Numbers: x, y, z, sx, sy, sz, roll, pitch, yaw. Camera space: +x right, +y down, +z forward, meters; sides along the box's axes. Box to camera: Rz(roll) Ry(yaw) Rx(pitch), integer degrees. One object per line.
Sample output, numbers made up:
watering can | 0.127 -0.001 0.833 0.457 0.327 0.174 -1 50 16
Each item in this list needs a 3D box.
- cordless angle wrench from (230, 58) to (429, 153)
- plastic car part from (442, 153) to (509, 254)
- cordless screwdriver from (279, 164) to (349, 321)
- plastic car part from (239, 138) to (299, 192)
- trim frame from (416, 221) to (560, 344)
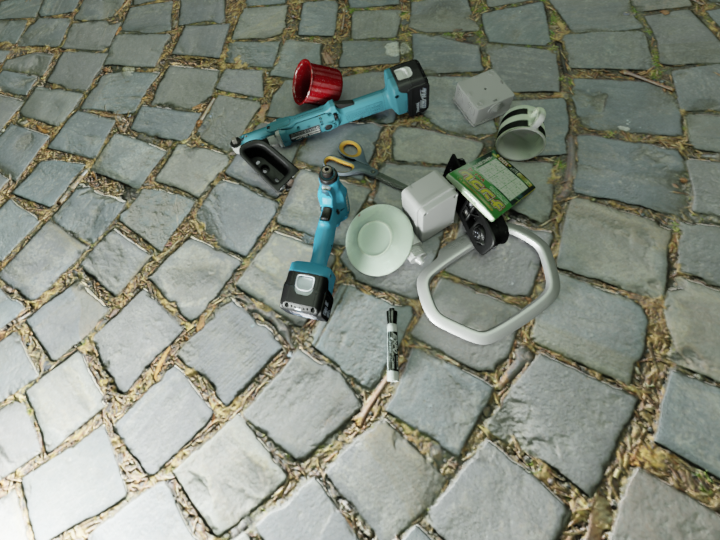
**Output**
cordless angle wrench | -0.072 -0.324 0.891 0.426 0.094 0.077 -17 67 5
plastic car part | 0.207 -0.115 0.755 0.065 0.065 0.210 2 55 -17
cordless screwdriver | -0.071 -0.046 0.723 0.076 0.154 0.252 10 70 8
plastic car part | -0.189 -0.209 0.859 0.118 0.070 0.065 42 75 5
trim frame | 0.218 0.015 0.724 0.247 0.026 0.191 -34 67 -5
